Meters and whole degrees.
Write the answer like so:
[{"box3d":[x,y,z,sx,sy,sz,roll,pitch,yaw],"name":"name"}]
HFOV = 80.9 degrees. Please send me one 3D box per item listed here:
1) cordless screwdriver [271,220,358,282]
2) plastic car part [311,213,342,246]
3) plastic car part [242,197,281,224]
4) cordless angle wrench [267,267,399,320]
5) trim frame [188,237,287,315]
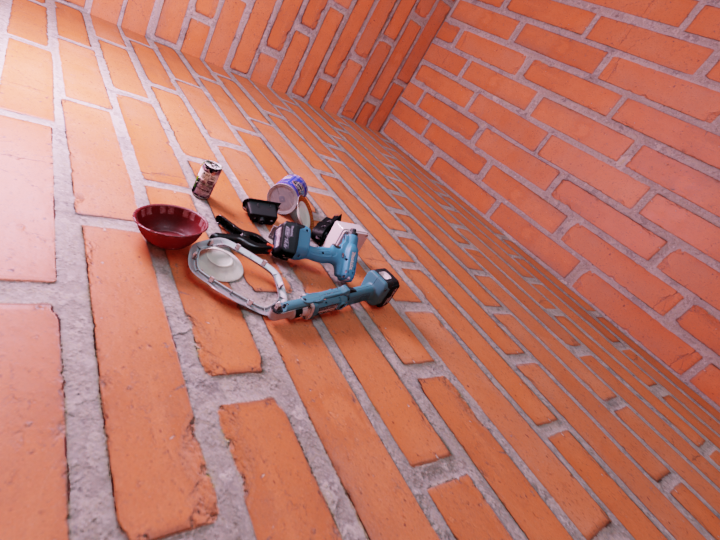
[{"box3d":[-0.115,-0.075,1.173,0.239,0.076,0.161,19,69,-24],"name":"cordless screwdriver"},{"box3d":[-0.114,-0.139,1.386,0.068,0.065,0.203,22,25,2],"name":"plastic car part"},{"box3d":[-0.294,-0.168,1.259,0.111,0.066,0.074,4,51,-38],"name":"plastic car part"},{"box3d":[-0.060,0.069,1.046,0.405,0.097,0.078,-11,48,-48],"name":"cordless angle wrench"},{"box3d":[-0.271,0.008,0.956,0.243,0.028,0.187,33,32,-12],"name":"trim frame"}]
